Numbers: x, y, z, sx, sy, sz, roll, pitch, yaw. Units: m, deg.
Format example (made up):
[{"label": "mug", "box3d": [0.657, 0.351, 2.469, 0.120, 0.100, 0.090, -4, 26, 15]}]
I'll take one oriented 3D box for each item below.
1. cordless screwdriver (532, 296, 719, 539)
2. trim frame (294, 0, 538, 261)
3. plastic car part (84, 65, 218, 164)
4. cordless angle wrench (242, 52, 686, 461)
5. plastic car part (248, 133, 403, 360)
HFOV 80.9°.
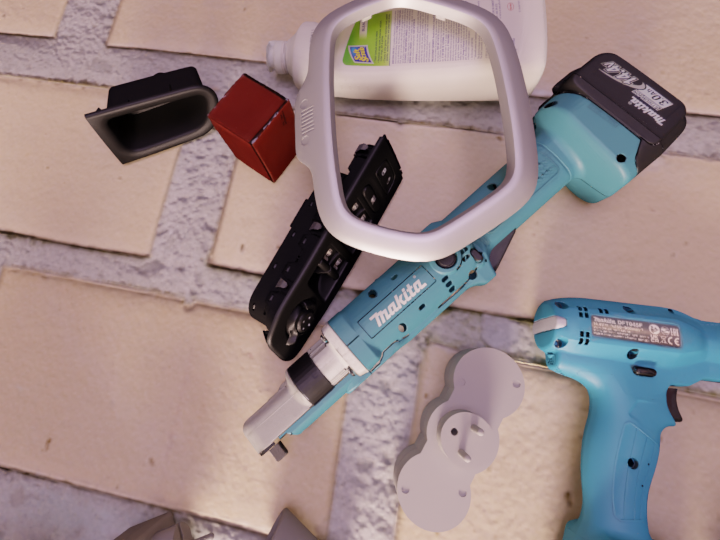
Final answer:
[{"label": "cordless screwdriver", "box3d": [0.212, 0.148, 0.295, 0.161, 0.072, 0.252, 5, 73, 5]}, {"label": "trim frame", "box3d": [0.037, -0.127, 0.337, 0.185, 0.027, 0.253, -5, 75, 4]}, {"label": "plastic car part", "box3d": [-0.202, -0.166, 0.423, 0.116, 0.064, 0.074, -22, 63, -5]}, {"label": "cordless angle wrench", "box3d": [0.069, -0.005, 0.349, 0.422, 0.073, 0.100, -41, 78, -4]}, {"label": "plastic car part", "box3d": [-0.036, -0.023, 0.366, 0.070, 0.063, 0.203, 21, 77, 21]}]
